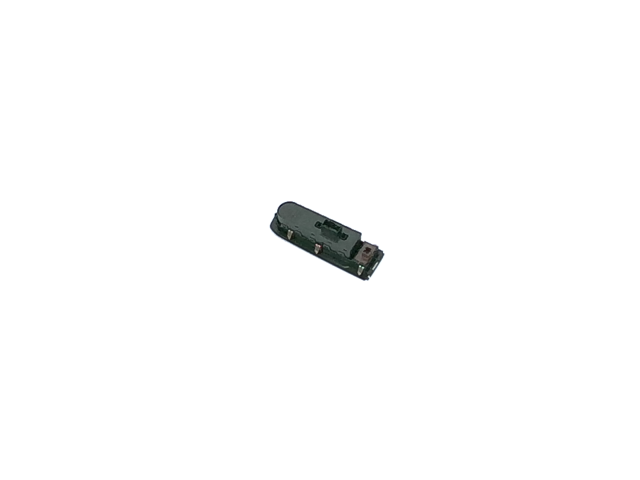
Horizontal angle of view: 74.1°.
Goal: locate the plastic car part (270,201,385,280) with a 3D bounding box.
[{"bbox_3d":[0.002,-0.009,0.698,0.204,0.066,0.067,24,-25,22],"label":"plastic car part"}]
